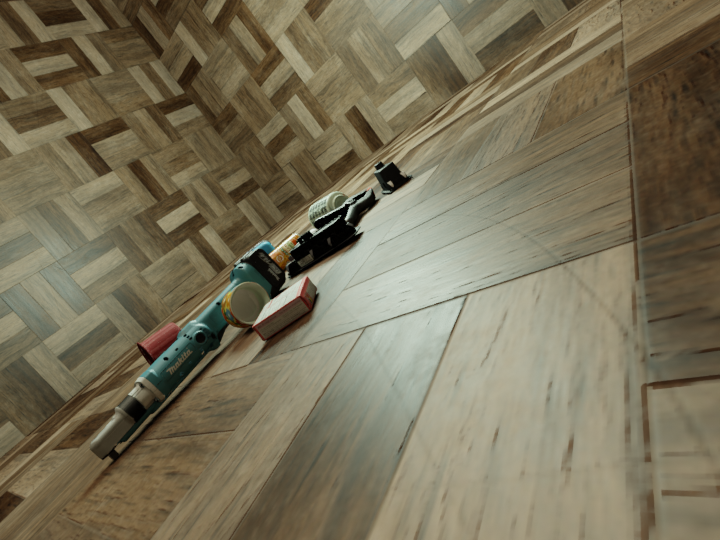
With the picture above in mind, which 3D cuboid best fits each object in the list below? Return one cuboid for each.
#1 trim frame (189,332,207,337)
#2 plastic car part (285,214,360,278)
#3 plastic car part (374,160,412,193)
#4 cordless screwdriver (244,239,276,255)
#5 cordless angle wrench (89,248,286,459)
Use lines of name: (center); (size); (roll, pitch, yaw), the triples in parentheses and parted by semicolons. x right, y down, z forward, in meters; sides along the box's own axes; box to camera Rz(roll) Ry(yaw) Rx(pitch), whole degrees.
trim frame: (-0.438, 0.173, 1.073); (0.248, 0.027, 0.188); (-40, 13, -1)
plastic car part: (-0.083, -0.054, 0.846); (0.209, 0.066, 0.065); (-24, 11, 39)
plastic car part: (0.062, -0.225, 0.999); (0.066, 0.069, 0.119); (-37, 15, -3)
cordless screwdriver: (-0.267, -0.035, 1.216); (0.159, 0.072, 0.255); (-38, 17, 0)
cordless angle wrench: (-0.280, 0.122, 0.723); (0.076, 0.096, 0.421); (-32, 17, 46)
